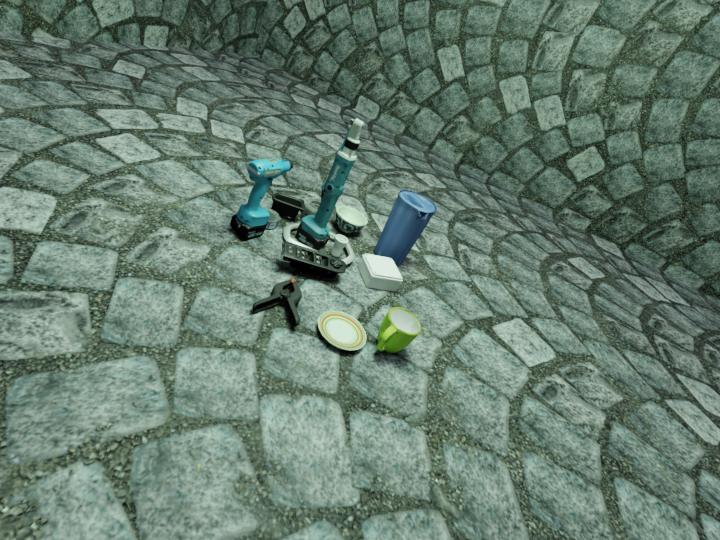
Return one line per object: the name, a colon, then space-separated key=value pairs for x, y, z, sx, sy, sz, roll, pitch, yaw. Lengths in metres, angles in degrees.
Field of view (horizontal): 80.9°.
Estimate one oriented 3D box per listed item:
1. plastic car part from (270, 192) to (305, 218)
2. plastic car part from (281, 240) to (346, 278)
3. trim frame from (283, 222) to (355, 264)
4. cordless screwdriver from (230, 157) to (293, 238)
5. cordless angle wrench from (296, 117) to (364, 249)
plastic car part: x=-0.254 y=-0.214 z=1.437 sx=0.113 sy=0.070 sz=0.068 roll=14 pitch=33 yaw=-16
plastic car part: x=-0.138 y=-0.020 z=1.225 sx=0.197 sy=0.066 sz=0.069 roll=14 pitch=33 yaw=-16
trim frame: x=-0.134 y=-0.087 z=1.366 sx=0.250 sy=0.027 sz=0.185 roll=24 pitch=31 yaw=2
cordless screwdriver: x=-0.288 y=-0.218 z=1.251 sx=0.077 sy=0.247 sz=0.154 roll=39 pitch=33 yaw=19
cordless angle wrench: x=-0.081 y=-0.253 z=1.272 sx=0.101 sy=0.420 sz=0.072 roll=37 pitch=32 yaw=16
